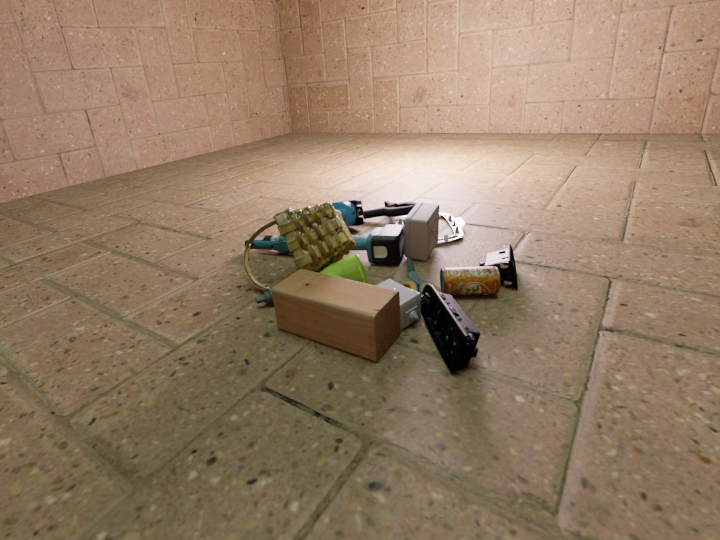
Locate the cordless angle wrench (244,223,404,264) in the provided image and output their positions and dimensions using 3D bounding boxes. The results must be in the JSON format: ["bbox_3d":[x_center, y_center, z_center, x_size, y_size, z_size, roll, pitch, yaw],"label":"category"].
[{"bbox_3d":[-0.105,-0.069,1.078,0.437,0.072,0.097,2,25,21],"label":"cordless angle wrench"}]

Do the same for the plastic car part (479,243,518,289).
[{"bbox_3d":[0.287,-0.009,0.886,0.073,0.064,0.116,-12,18,20],"label":"plastic car part"}]

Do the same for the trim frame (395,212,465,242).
[{"bbox_3d":[0.193,-0.128,1.187,0.186,0.027,0.253,-3,23,3],"label":"trim frame"}]

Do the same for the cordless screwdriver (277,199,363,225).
[{"bbox_3d":[-0.105,-0.149,1.174,0.166,0.074,0.240,-1,10,32],"label":"cordless screwdriver"}]

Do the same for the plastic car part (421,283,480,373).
[{"bbox_3d":[0.149,0.084,0.706,0.066,0.065,0.210,1,23,-13],"label":"plastic car part"}]
